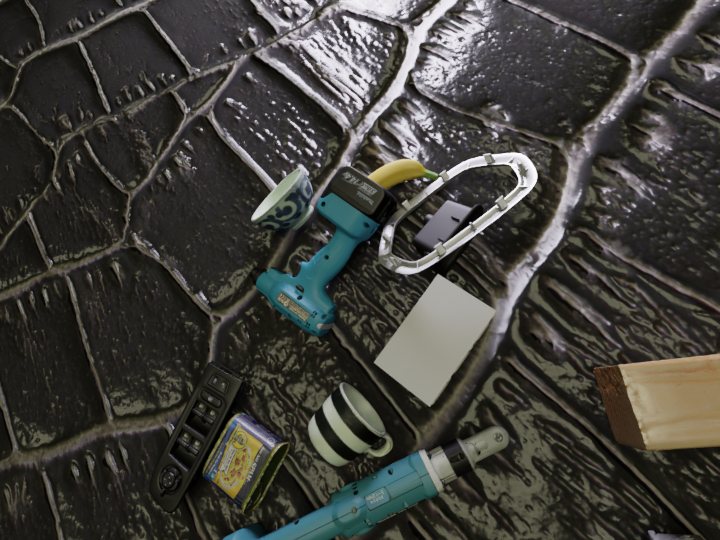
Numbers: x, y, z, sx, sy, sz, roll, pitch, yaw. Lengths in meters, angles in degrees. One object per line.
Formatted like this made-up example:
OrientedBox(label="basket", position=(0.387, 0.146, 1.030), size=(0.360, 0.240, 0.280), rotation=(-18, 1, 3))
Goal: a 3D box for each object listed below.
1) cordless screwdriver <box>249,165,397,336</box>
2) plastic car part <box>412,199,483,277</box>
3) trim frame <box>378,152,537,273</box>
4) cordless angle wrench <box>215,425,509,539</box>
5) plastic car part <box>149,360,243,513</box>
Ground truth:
OrientedBox(label="cordless screwdriver", position=(-0.064, -0.042, 0.653), size=(0.166, 0.071, 0.248), rotation=(33, 97, 22))
OrientedBox(label="plastic car part", position=(0.124, -0.057, 0.638), size=(0.075, 0.062, 0.116), rotation=(30, 77, 35))
OrientedBox(label="trim frame", position=(0.126, -0.088, 0.605), size=(0.250, 0.026, 0.192), rotation=(-36, 33, 7))
OrientedBox(label="cordless angle wrench", position=(-0.007, 0.298, 0.530), size=(0.423, 0.094, 0.077), rotation=(-27, 65, 1))
OrientedBox(label="plastic car part", position=(-0.237, 0.240, 0.621), size=(0.068, 0.065, 0.203), rotation=(23, 75, 12))
